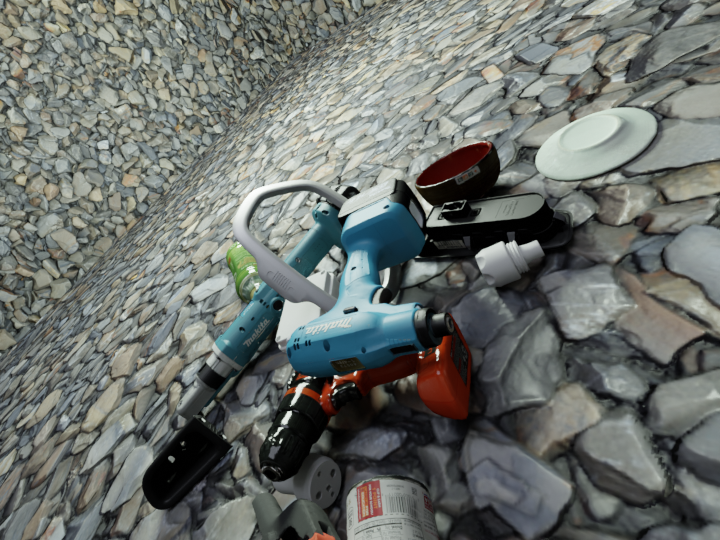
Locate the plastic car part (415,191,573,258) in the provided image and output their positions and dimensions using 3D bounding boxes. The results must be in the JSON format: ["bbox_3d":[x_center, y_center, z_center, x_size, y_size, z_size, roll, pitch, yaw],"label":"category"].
[{"bbox_3d":[0.143,-0.057,0.508,0.213,0.064,0.066,3,44,46],"label":"plastic car part"}]

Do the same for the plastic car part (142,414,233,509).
[{"bbox_3d":[-0.231,0.239,0.555,0.116,0.064,0.073,-46,15,-2],"label":"plastic car part"}]

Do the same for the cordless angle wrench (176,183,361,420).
[{"bbox_3d":[-0.133,0.047,0.652,0.422,0.094,0.078,-52,28,-11],"label":"cordless angle wrench"}]

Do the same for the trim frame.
[{"bbox_3d":[-0.056,-0.037,0.576,0.182,0.254,0.027,-47,-13,-33],"label":"trim frame"}]

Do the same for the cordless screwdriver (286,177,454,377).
[{"bbox_3d":[0.027,-0.005,0.446,0.164,0.071,0.251,-19,34,32],"label":"cordless screwdriver"}]
